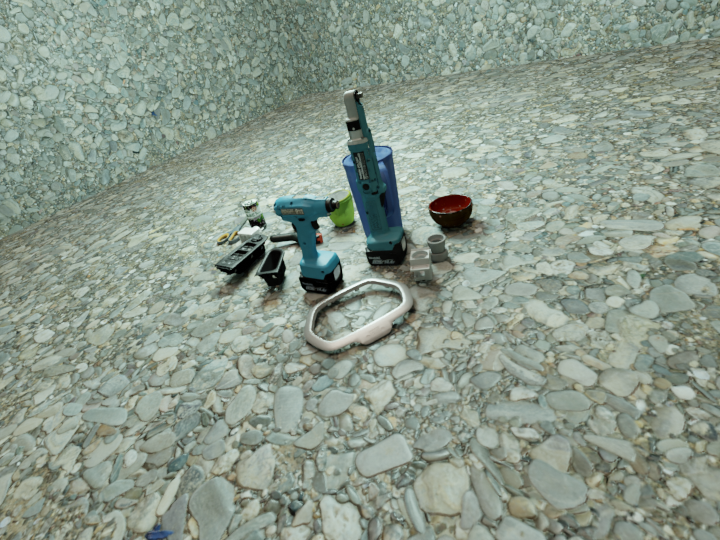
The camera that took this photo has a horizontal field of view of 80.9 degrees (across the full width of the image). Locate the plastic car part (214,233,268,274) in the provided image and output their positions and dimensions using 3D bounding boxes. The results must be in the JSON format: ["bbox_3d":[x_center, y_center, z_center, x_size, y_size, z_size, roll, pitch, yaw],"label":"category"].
[{"bbox_3d":[-0.335,-0.043,1.241,0.069,0.064,0.202,0,35,27],"label":"plastic car part"}]

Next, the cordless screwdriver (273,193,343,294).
[{"bbox_3d":[-0.096,-0.063,0.984,0.166,0.239,0.074,3,34,30],"label":"cordless screwdriver"}]

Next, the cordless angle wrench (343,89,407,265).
[{"bbox_3d":[0.023,-0.204,0.983,0.102,0.407,0.074,0,32,26],"label":"cordless angle wrench"}]

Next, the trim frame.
[{"bbox_3d":[-0.007,0.089,0.906,0.245,0.026,0.194,-26,32,-13],"label":"trim frame"}]

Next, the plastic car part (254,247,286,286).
[{"bbox_3d":[-0.224,-0.002,1.117,0.067,0.068,0.118,-9,32,14],"label":"plastic car part"}]
